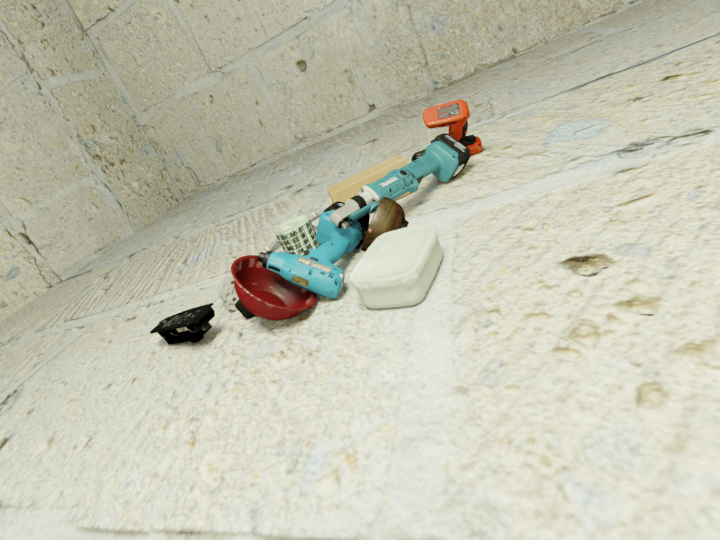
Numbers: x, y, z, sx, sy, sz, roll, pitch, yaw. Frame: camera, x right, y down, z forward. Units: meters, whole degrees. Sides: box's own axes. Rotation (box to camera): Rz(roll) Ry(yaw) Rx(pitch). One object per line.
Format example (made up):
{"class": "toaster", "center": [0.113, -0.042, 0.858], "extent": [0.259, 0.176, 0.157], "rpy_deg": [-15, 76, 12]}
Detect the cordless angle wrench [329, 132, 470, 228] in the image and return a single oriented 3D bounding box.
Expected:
{"class": "cordless angle wrench", "center": [0.087, -0.192, 0.920], "extent": [0.413, 0.101, 0.073], "rpy_deg": [-35, -22, -35]}

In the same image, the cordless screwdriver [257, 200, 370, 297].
{"class": "cordless screwdriver", "center": [-0.081, -0.053, 0.824], "extent": [0.162, 0.073, 0.249], "rpy_deg": [18, 37, 9]}

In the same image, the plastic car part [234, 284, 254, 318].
{"class": "plastic car part", "center": [-0.212, 0.053, 0.845], "extent": [0.072, 0.064, 0.118], "rpy_deg": [-35, 17, 16]}

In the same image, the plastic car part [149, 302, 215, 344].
{"class": "plastic car part", "center": [-0.350, 0.112, 0.842], "extent": [0.211, 0.064, 0.066], "rpy_deg": [-11, 33, 41]}

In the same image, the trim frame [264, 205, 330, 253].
{"class": "trim frame", "center": [-0.161, -0.087, 1.062], "extent": [0.253, 0.026, 0.188], "rpy_deg": [-30, 26, 22]}
